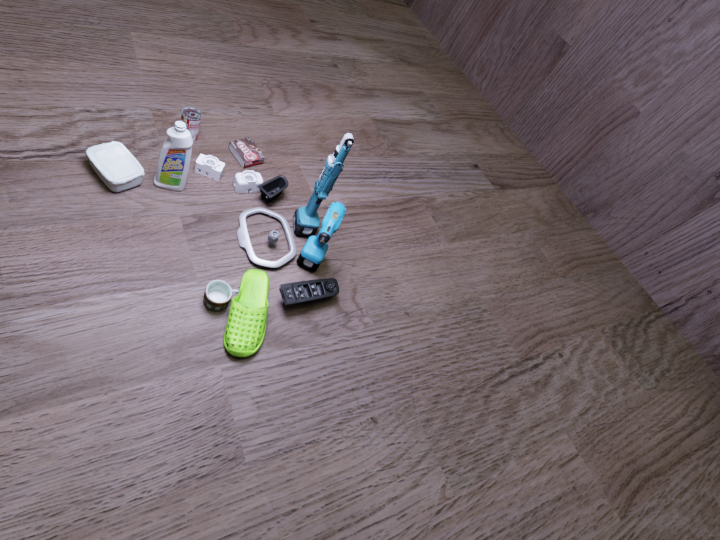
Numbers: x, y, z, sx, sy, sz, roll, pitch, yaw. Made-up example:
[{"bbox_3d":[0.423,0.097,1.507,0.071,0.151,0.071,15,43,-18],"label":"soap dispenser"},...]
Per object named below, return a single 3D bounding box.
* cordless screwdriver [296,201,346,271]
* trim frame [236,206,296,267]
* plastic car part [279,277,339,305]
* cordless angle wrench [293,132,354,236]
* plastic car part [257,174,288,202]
[{"bbox_3d":[-0.126,-0.083,1.294,0.073,0.249,0.161,28,48,-8],"label":"cordless screwdriver"},{"bbox_3d":[-0.308,-0.111,1.381,0.177,0.027,0.258,-5,57,-28],"label":"trim frame"},{"bbox_3d":[-0.155,0.070,1.285,0.195,0.067,0.069,-11,62,-31],"label":"plastic car part"},{"bbox_3d":[-0.115,-0.262,1.321,0.072,0.423,0.101,9,54,-24],"label":"cordless angle wrench"},{"bbox_3d":[-0.306,-0.279,1.483,0.067,0.071,0.114,43,49,8],"label":"plastic car part"}]
